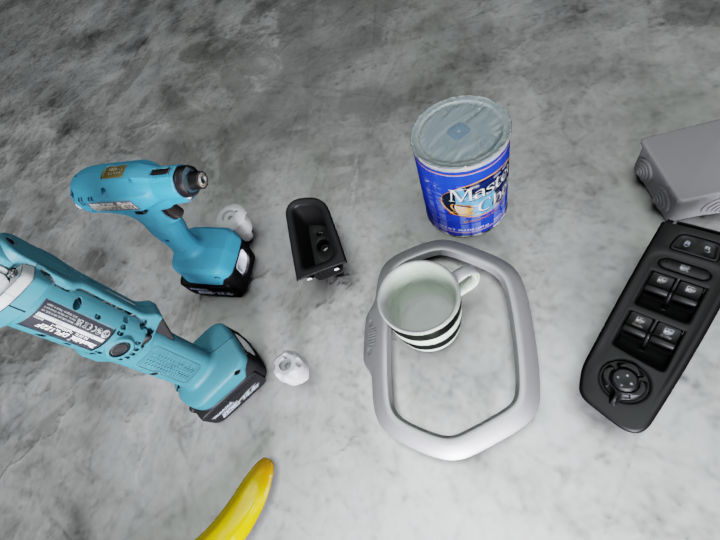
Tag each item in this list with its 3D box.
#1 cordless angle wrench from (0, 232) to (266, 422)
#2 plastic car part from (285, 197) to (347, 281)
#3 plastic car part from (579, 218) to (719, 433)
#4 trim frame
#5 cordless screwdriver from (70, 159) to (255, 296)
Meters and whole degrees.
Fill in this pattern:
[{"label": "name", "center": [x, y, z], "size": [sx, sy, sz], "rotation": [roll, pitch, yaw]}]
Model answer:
[{"label": "cordless angle wrench", "center": [-0.218, 0.050, 0.373], "size": [0.097, 0.402, 0.078], "rotation": [-42, 59, -7]}, {"label": "plastic car part", "center": [-0.055, -0.036, 0.560], "size": [0.067, 0.067, 0.121], "rotation": [-21, 58, 7]}, {"label": "plastic car part", "center": [0.269, 0.052, 0.392], "size": [0.070, 0.064, 0.202], "rotation": [30, 76, 30]}, {"label": "trim frame", "center": [0.091, 0.073, 0.470], "size": [0.189, 0.026, 0.254], "rotation": [-6, 61, 18]}, {"label": "cordless screwdriver", "center": [-0.205, -0.047, 0.521], "size": [0.164, 0.237, 0.076], "rotation": [1, 63, 19]}]
